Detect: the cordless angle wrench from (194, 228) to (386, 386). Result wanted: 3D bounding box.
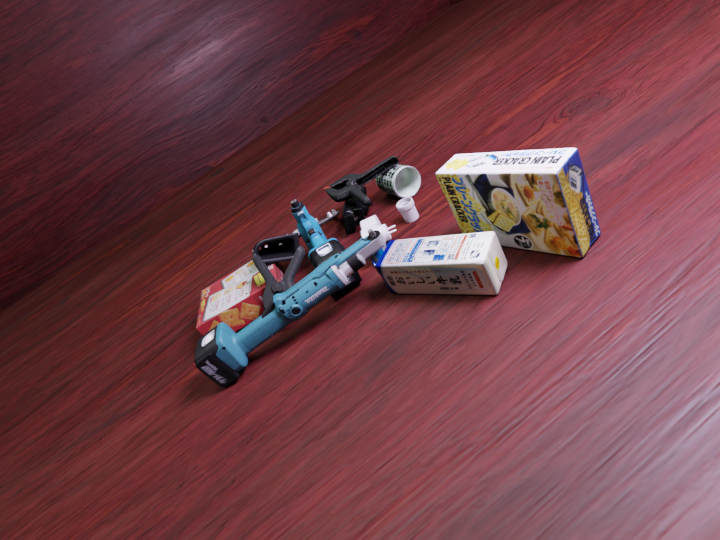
[{"bbox_3d":[-0.128,0.062,0.801,0.425,0.094,0.077,-36,28,8],"label":"cordless angle wrench"}]

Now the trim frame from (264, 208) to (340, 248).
[{"bbox_3d":[-0.165,-0.104,1.145,0.250,0.027,0.185,-29,9,6],"label":"trim frame"}]

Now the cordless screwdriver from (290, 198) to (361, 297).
[{"bbox_3d":[-0.091,-0.060,0.931,0.074,0.152,0.260,-30,31,-5],"label":"cordless screwdriver"}]

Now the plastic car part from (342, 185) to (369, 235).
[{"bbox_3d":[-0.011,-0.175,1.114,0.068,0.063,0.208,-15,33,11],"label":"plastic car part"}]

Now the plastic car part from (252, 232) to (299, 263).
[{"bbox_3d":[-0.211,-0.055,1.020,0.113,0.065,0.074,-10,15,-22],"label":"plastic car part"}]
